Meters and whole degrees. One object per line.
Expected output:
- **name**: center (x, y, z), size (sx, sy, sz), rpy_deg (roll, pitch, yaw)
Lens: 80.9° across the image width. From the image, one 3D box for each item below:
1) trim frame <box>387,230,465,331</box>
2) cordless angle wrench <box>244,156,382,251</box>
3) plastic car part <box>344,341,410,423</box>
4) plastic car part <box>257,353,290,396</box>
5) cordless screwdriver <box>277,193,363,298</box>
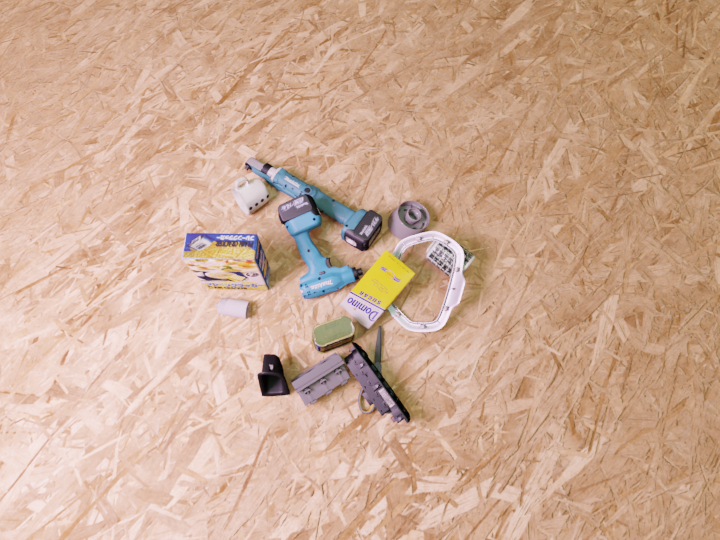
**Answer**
- **trim frame**: center (0.153, 0.026, 1.021), size (0.191, 0.026, 0.248), rpy_deg (17, 89, 19)
- **cordless angle wrench**: center (-0.140, -0.201, 1.140), size (0.436, 0.072, 0.098), rpy_deg (32, 74, 15)
- **plastic car part**: center (0.030, 0.253, 0.945), size (0.067, 0.064, 0.209), rpy_deg (-37, 73, 12)
- **plastic car part**: center (-0.197, 0.228, 0.954), size (0.066, 0.113, 0.073), rpy_deg (-4, 46, -4)
- **cordless screwdriver**: center (-0.103, -0.067, 1.049), size (0.160, 0.073, 0.250), rpy_deg (-19, 86, 3)
